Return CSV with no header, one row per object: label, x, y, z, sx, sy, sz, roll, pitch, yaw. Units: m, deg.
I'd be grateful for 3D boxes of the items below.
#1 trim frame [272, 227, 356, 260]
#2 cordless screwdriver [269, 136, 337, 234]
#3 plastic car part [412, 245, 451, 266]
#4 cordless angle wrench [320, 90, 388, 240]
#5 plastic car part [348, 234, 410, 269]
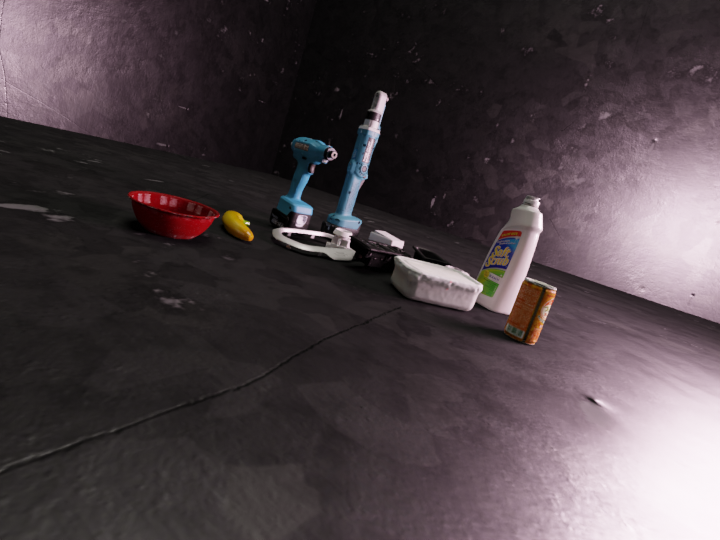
trim frame,-0.099,-0.064,1.008,0.236,0.027,0.195,4,17,-43
cordless screwdriver,-0.144,-0.213,1.089,0.070,0.247,0.169,7,15,-44
plastic car part,0.151,-0.009,0.984,0.065,0.070,0.120,14,12,-13
cordless angle wrench,-0.006,-0.284,1.173,0.093,0.420,0.079,8,14,-40
plastic car part,0.047,-0.033,0.965,0.070,0.066,0.193,25,15,36
